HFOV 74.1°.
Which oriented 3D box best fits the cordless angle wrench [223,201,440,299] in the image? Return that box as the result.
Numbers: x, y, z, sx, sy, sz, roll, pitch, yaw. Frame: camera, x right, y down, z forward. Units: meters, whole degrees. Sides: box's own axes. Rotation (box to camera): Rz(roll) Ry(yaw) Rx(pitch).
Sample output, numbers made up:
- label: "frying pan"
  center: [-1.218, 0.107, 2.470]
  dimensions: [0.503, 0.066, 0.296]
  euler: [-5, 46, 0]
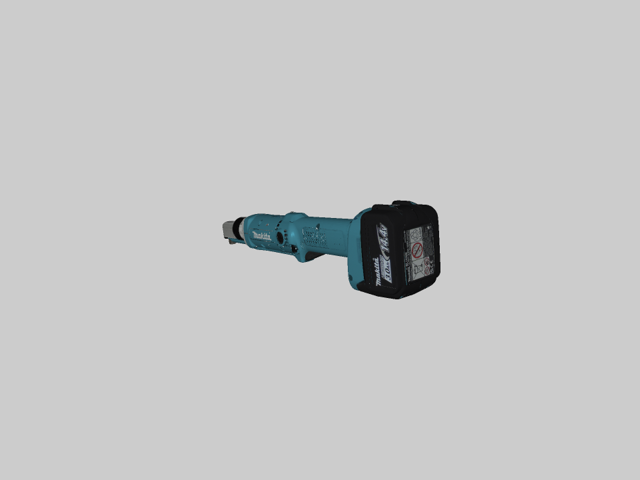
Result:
- label: "cordless angle wrench"
  center: [-0.033, -0.005, 0.590]
  dimensions: [0.074, 0.098, 0.423]
  euler: [-14, 13, -37]
